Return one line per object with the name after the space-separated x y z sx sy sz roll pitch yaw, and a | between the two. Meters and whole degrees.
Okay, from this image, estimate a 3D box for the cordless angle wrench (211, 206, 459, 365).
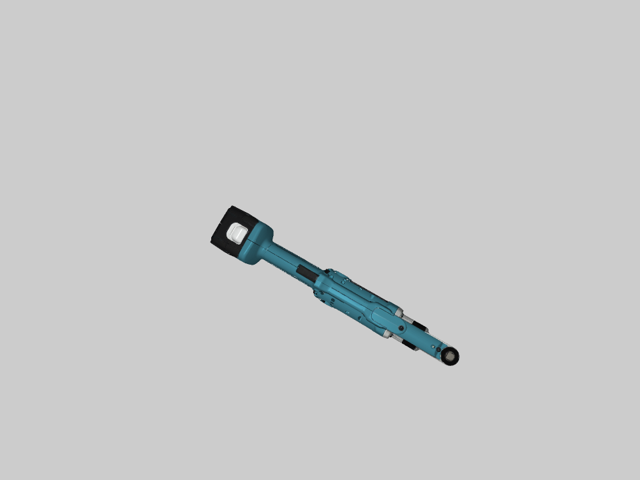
0.020 0.076 0.671 0.423 0.074 0.098 29 -4 16 | cordless angle wrench
